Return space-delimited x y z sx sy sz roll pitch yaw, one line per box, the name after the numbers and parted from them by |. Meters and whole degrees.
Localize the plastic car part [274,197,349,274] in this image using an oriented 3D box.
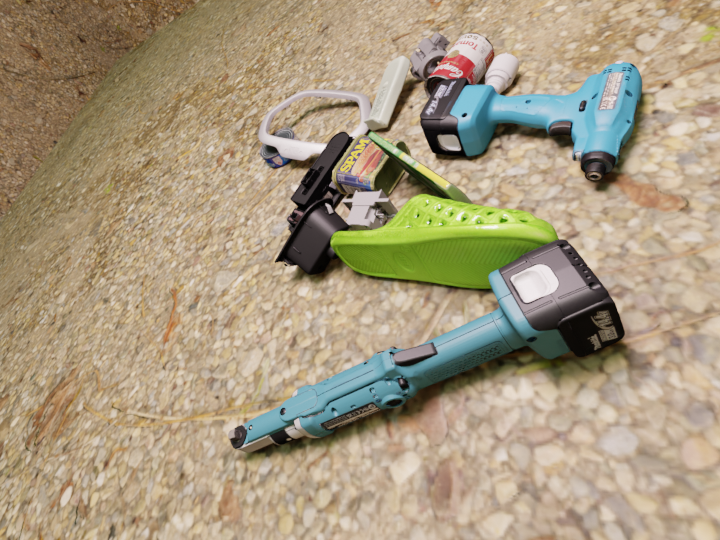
-0.060 -0.039 0.612 0.074 0.063 0.117 46 116 20 | plastic car part

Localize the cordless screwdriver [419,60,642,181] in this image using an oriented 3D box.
0.202 -0.185 0.547 0.262 0.070 0.160 11 65 36 | cordless screwdriver

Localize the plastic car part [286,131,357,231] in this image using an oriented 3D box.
-0.062 -0.155 0.712 0.070 0.063 0.203 22 73 48 | plastic car part

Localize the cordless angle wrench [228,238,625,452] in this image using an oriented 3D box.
0.029 0.112 0.441 0.430 0.092 0.077 -29 45 20 | cordless angle wrench

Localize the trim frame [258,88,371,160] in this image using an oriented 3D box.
-0.092 -0.292 0.834 0.260 0.026 0.184 17 65 27 | trim frame
